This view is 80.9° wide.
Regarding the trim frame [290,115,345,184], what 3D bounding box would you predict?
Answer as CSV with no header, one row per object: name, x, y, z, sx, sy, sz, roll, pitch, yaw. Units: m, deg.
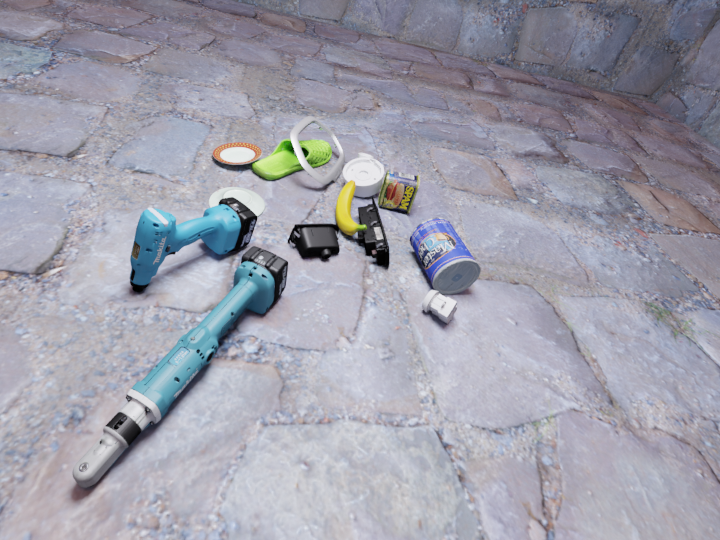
trim frame,-0.111,-0.326,1.149,0.179,0.028,0.250,48,34,-18

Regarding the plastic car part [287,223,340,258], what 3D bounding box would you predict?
plastic car part,-0.089,-0.058,0.911,0.112,0.066,0.073,-2,59,-25

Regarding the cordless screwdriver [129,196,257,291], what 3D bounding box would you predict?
cordless screwdriver,-0.314,-0.052,0.793,0.077,0.158,0.241,37,29,16

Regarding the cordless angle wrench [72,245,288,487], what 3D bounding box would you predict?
cordless angle wrench,-0.247,0.119,0.637,0.076,0.096,0.421,23,44,10

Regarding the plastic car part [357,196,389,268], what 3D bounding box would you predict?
plastic car part,0.026,-0.092,0.982,0.068,0.063,0.210,-11,43,6
